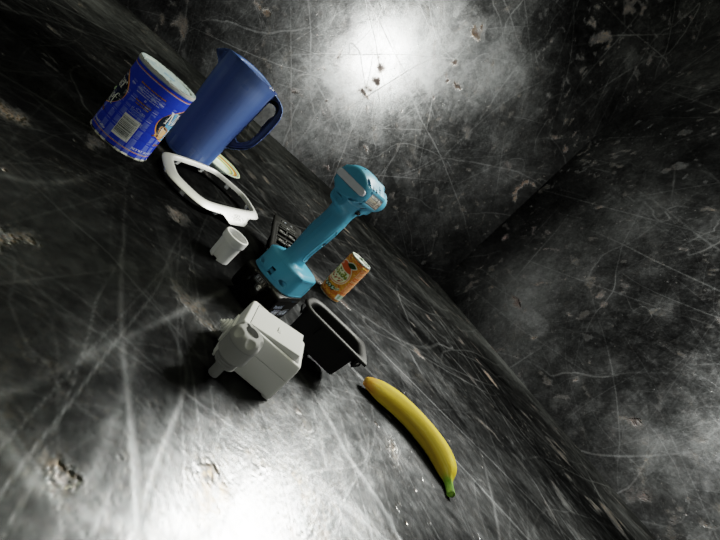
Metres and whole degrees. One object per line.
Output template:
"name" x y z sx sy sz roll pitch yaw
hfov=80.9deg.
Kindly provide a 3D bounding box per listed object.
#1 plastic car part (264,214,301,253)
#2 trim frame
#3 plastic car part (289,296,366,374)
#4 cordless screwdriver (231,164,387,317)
"plastic car part" -0.152 -0.041 0.786 0.064 0.067 0.209 40 11 -22
"trim frame" -0.292 -0.158 0.834 0.189 0.028 0.241 46 10 12
"plastic car part" -0.055 0.097 0.591 0.115 0.071 0.067 42 11 -9
"cordless screwdriver" -0.060 -0.039 0.616 0.077 0.250 0.154 48 11 14
